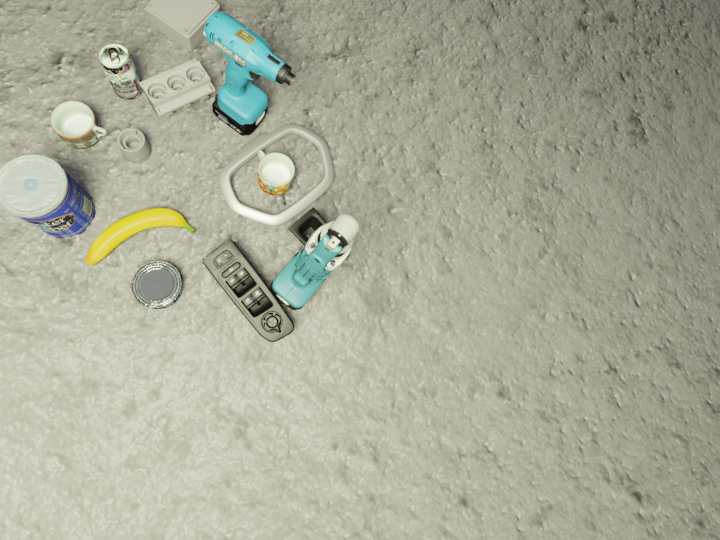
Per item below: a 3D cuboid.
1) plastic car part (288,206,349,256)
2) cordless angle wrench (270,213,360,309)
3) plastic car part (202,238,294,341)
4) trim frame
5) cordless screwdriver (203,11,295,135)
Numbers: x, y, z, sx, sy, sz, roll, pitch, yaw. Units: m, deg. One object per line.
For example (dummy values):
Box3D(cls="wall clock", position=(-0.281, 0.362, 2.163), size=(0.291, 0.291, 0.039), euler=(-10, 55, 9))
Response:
Box3D(cls="plastic car part", position=(-0.080, -0.052, 0.818), size=(0.065, 0.071, 0.117), euler=(-42, 89, -18))
Box3D(cls="cordless angle wrench", position=(-0.069, -0.010, 0.625), size=(0.074, 0.426, 0.097), euler=(41, 72, -5))
Box3D(cls="plastic car part", position=(-0.203, 0.044, 0.774), size=(0.065, 0.067, 0.204), euler=(-38, 86, -17))
Box3D(cls="trim frame", position=(-0.166, -0.199, 0.860), size=(0.246, 0.027, 0.185), euler=(-42, 87, -17))
Box3D(cls="cordless screwdriver", position=(-0.200, -0.332, 0.770), size=(0.158, 0.251, 0.074), euler=(36, 73, -5))
